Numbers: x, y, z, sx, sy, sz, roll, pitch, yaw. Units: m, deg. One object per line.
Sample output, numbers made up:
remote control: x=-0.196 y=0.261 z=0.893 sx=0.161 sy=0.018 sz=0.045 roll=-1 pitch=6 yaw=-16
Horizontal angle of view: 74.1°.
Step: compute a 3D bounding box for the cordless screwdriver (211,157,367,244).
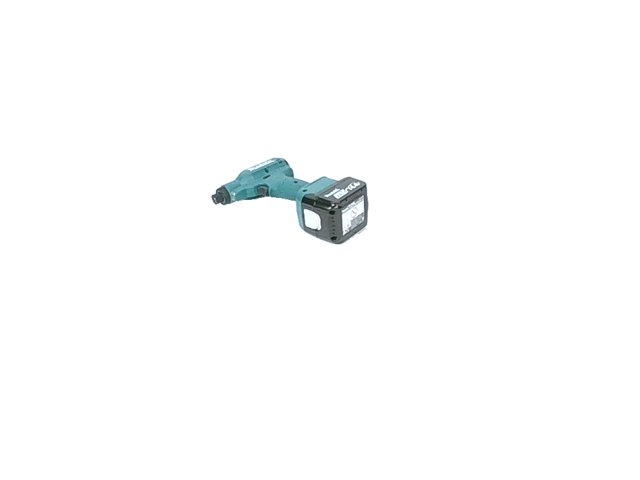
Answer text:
cordless screwdriver: x=-0.054 y=-0.068 z=0.698 sx=0.158 sy=0.074 sz=0.250 roll=-32 pitch=41 yaw=-34
